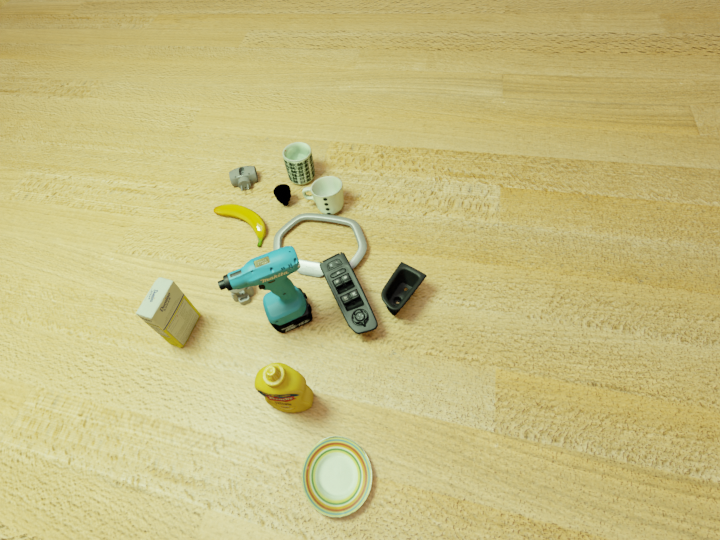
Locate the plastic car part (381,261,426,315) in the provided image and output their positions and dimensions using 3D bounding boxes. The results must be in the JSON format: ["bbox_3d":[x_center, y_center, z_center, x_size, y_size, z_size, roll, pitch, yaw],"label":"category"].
[{"bbox_3d":[0.089,0.052,0.950,0.069,0.068,0.116,28,65,22],"label":"plastic car part"}]

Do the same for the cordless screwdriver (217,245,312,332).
[{"bbox_3d":[-0.190,0.052,0.890,0.158,0.240,0.078,-20,59,-8],"label":"cordless screwdriver"}]

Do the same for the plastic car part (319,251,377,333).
[{"bbox_3d":[-0.026,0.060,0.965,0.066,0.064,0.213,-23,57,-9],"label":"plastic car part"}]

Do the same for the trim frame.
[{"bbox_3d":[-0.106,-0.069,1.084,0.255,0.026,0.187,9,59,14],"label":"trim frame"}]
